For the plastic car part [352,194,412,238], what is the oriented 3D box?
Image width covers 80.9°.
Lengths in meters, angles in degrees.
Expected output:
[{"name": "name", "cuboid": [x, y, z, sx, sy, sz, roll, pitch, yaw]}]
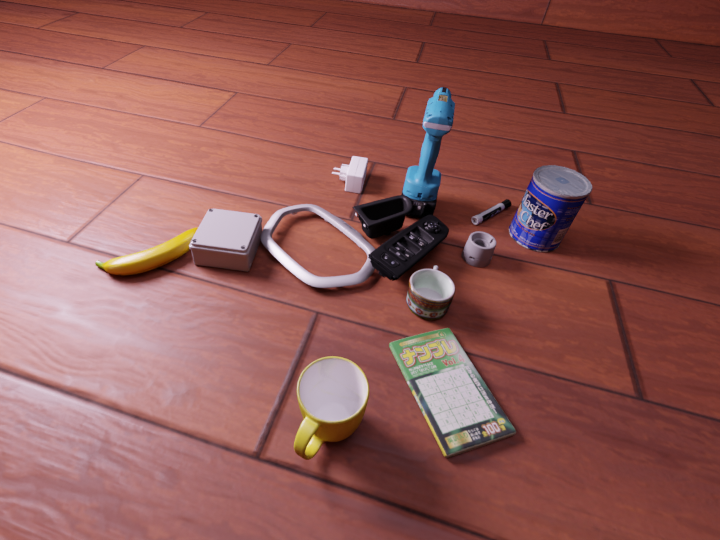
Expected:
[{"name": "plastic car part", "cuboid": [0.048, -0.100, 0.842, 0.114, 0.069, 0.069, -16, 49, -20]}]

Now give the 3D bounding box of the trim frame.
[{"name": "trim frame", "cuboid": [-0.080, -0.052, 0.817, 0.180, 0.027, 0.261, -33, 55, -31]}]

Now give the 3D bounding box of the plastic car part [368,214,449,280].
[{"name": "plastic car part", "cuboid": [0.095, -0.038, 0.785, 0.069, 0.065, 0.199, 33, 52, 25]}]

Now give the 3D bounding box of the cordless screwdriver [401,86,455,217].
[{"name": "cordless screwdriver", "cuboid": [0.140, -0.239, 0.866, 0.075, 0.242, 0.161, 13, 45, 5]}]
